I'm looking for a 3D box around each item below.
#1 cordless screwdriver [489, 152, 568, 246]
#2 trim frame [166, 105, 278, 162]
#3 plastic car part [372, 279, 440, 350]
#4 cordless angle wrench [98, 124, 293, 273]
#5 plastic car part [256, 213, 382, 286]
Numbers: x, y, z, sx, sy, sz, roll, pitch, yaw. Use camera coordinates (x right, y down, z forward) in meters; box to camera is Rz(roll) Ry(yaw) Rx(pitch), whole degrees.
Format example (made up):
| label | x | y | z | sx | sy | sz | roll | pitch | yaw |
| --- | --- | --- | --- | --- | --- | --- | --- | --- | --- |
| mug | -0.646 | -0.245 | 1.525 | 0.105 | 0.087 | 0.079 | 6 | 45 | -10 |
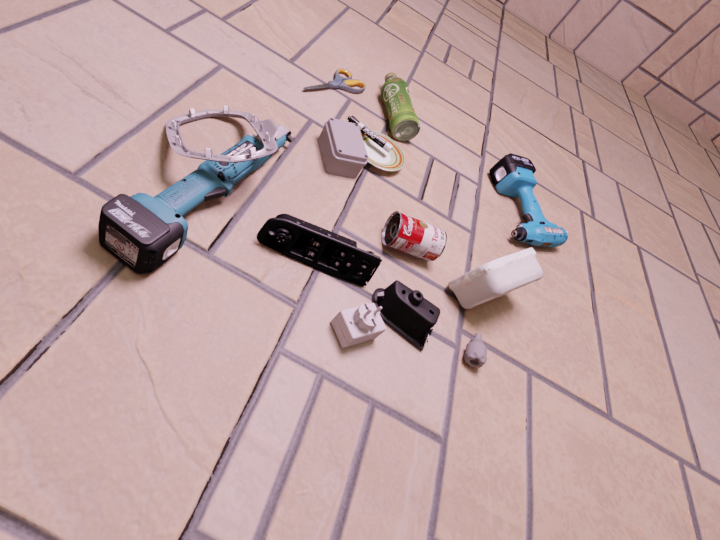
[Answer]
| label | x | y | z | sx | sy | sz | roll | pitch | yaw |
| --- | --- | --- | --- | --- | --- | --- | --- | --- | --- |
| cordless screwdriver | 0.392 | -0.170 | 1.035 | 0.153 | 0.075 | 0.257 | 1 | 59 | -28 |
| trim frame | -0.237 | -0.241 | 0.728 | 0.179 | 0.027 | 0.262 | -10 | 38 | -21 |
| plastic car part | 0.081 | 0.062 | 0.691 | 0.116 | 0.071 | 0.066 | 39 | 45 | -2 |
| cordless angle wrench | -0.232 | -0.157 | 0.698 | 0.098 | 0.074 | 0.421 | 35 | 45 | -2 |
| plastic car part | -0.068 | -0.045 | 0.700 | 0.198 | 0.066 | 0.069 | 19 | 40 | -15 |
